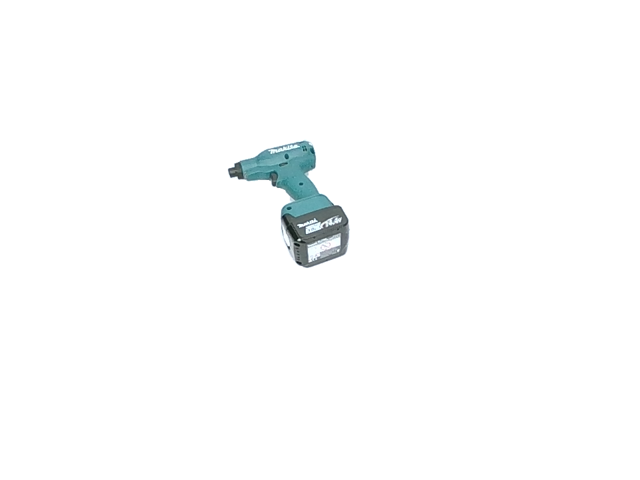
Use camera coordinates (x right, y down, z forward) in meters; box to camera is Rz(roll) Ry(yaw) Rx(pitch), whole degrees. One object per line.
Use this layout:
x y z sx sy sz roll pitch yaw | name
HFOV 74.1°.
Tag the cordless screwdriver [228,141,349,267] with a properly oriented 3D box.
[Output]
-0.056 -0.069 0.711 0.159 0.249 0.074 -16 -39 -10 | cordless screwdriver
